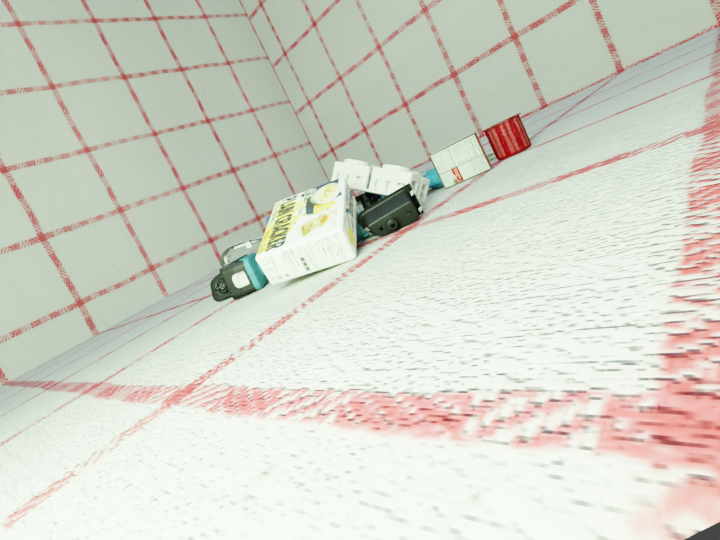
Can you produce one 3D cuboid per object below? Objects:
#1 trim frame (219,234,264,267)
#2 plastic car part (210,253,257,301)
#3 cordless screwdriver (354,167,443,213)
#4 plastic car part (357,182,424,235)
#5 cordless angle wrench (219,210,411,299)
[{"bbox_3d":[-0.211,-0.048,1.003,0.246,0.028,0.180,-15,-22,-10],"label":"trim frame"},{"bbox_3d":[-0.258,0.008,0.986,0.205,0.067,0.066,-25,-2,8],"label":"plastic car part"},{"bbox_3d":[0.102,-0.199,1.082,0.246,0.073,0.162,-24,9,-9],"label":"cordless screwdriver"},{"bbox_3d":[0.057,-0.096,0.759,0.117,0.064,0.073,-29,22,5],"label":"plastic car part"},{"bbox_3d":[-0.084,-0.055,0.863,0.429,0.073,0.098,-22,11,13],"label":"cordless angle wrench"}]
